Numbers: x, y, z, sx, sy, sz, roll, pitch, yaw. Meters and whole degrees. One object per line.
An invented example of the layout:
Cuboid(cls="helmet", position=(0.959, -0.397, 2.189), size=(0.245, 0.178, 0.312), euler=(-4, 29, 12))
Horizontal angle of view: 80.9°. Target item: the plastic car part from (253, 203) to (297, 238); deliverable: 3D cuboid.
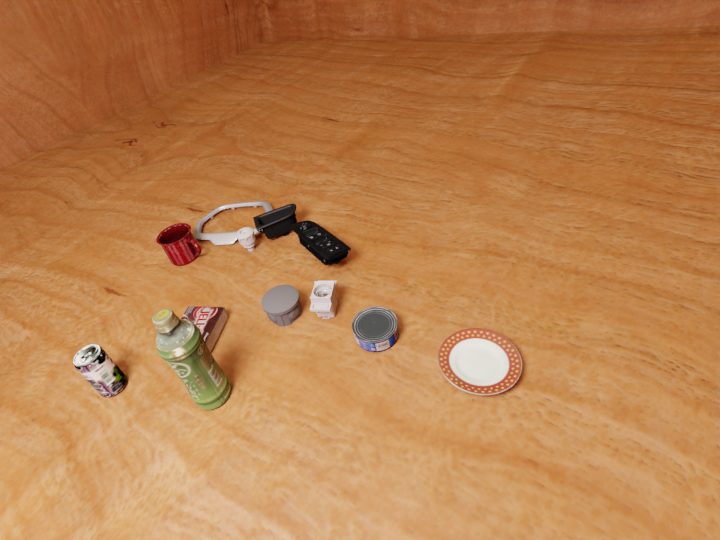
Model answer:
Cuboid(cls="plastic car part", position=(-0.213, -0.120, 1.104), size=(0.116, 0.068, 0.069), euler=(-20, 40, -6))

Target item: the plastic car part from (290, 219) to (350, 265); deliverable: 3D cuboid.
Cuboid(cls="plastic car part", position=(-0.099, -0.064, 1.008), size=(0.065, 0.064, 0.215), euler=(-30, 42, -18))

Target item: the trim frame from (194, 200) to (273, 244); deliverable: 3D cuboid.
Cuboid(cls="trim frame", position=(-0.360, -0.139, 1.206), size=(0.255, 0.026, 0.187), euler=(-2, 42, 15))
